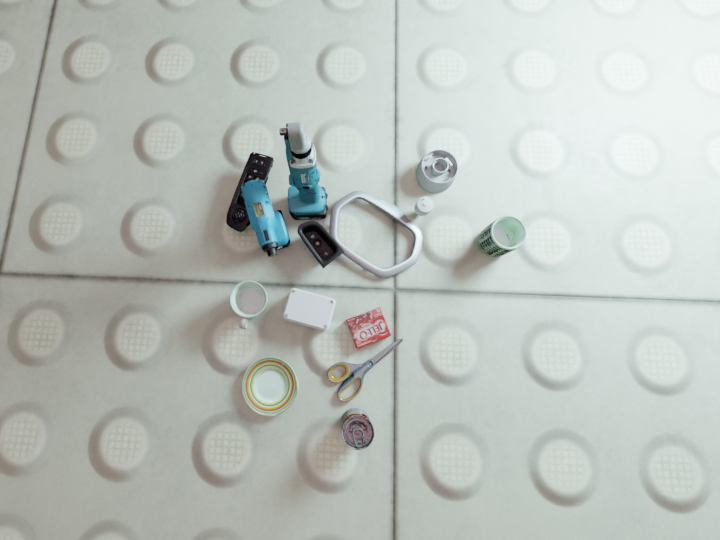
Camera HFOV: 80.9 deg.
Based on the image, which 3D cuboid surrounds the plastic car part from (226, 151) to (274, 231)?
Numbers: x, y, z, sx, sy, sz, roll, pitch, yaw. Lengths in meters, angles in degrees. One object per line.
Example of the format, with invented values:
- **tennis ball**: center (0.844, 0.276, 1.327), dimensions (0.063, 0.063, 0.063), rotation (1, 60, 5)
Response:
- **plastic car part**: center (-0.279, -0.192, 1.065), dimensions (0.067, 0.066, 0.204), rotation (19, 79, 2)

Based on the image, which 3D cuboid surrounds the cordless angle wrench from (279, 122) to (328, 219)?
- **cordless angle wrench**: center (-0.117, -0.197, 0.882), dimensions (0.098, 0.419, 0.075), rotation (-2, 81, -4)

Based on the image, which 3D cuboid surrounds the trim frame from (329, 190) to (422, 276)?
- **trim frame**: center (0.036, -0.094, 1.055), dimensions (0.252, 0.027, 0.184), rotation (33, 81, 8)

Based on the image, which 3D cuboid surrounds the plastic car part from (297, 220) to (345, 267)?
- **plastic car part**: center (-0.101, -0.066, 1.030), dimensions (0.066, 0.070, 0.119), rotation (-38, 81, -8)

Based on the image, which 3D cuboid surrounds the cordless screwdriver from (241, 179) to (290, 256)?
- **cordless screwdriver**: center (-0.205, -0.089, 0.949), dimensions (0.074, 0.246, 0.162), rotation (-17, 81, -6)
